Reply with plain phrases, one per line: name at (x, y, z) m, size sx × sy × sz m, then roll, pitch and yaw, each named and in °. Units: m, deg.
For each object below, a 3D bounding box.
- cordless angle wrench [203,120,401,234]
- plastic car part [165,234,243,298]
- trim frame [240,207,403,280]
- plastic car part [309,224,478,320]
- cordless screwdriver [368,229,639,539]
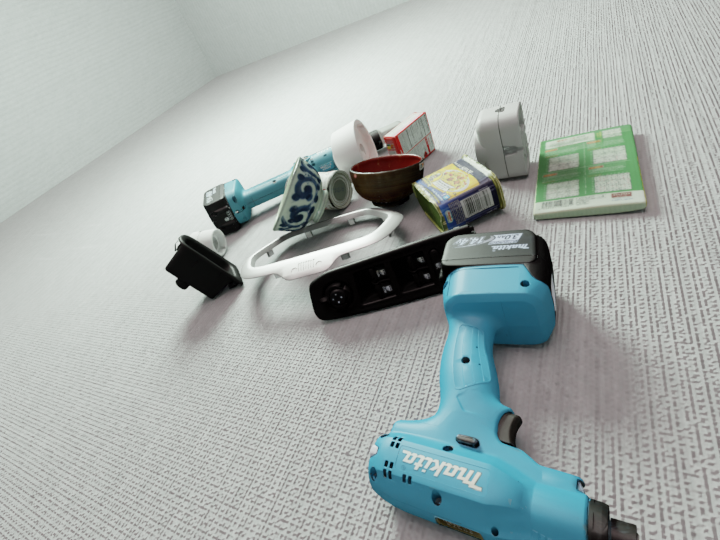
cordless angle wrench at (-0.104, -0.199, 0.840) m, size 0.423 × 0.071 × 0.102 m, roll -24°, pitch 34°, yaw 0°
plastic car part at (-0.250, 0.001, 0.653) m, size 0.071 × 0.110 × 0.069 m, roll -52°, pitch 34°, yaw 5°
trim frame at (-0.059, -0.039, 0.605) m, size 0.254 × 0.027 × 0.185 m, roll -14°, pitch 22°, yaw 15°
plastic car part at (0.034, 0.000, 0.496) m, size 0.206 × 0.064 × 0.068 m, roll -20°, pitch 24°, yaw 11°
cordless screwdriver at (0.118, 0.076, 0.336) m, size 0.166 × 0.071 × 0.250 m, roll -1°, pitch 46°, yaw 33°
